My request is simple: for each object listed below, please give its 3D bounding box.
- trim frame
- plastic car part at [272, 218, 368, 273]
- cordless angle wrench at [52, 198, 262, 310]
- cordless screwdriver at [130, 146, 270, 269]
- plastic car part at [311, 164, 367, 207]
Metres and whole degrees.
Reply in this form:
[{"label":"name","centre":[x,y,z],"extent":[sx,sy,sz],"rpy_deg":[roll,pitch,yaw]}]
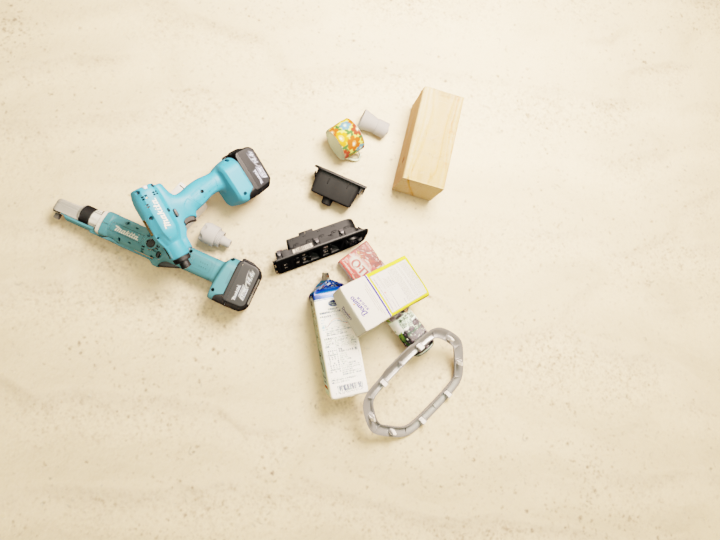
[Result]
[{"label":"trim frame","centre":[0.110,0.220,0.814],"extent":[0.247,0.029,0.176],"rpy_deg":[-41,116,-9]},{"label":"plastic car part","centre":[-0.084,-0.055,0.863],"extent":[0.201,0.064,0.070],"rpy_deg":[-17,60,-7]},{"label":"cordless angle wrench","centre":[-0.400,-0.046,0.824],"extent":[0.424,0.074,0.098],"rpy_deg":[24,80,1]},{"label":"cordless screwdriver","centre":[-0.282,-0.124,0.797],"extent":[0.244,0.077,0.156],"rpy_deg":[-37,107,-34]},{"label":"plastic car part","centre":[-0.053,-0.167,0.885],"extent":[0.117,0.066,0.071],"rpy_deg":[21,94,0]}]
